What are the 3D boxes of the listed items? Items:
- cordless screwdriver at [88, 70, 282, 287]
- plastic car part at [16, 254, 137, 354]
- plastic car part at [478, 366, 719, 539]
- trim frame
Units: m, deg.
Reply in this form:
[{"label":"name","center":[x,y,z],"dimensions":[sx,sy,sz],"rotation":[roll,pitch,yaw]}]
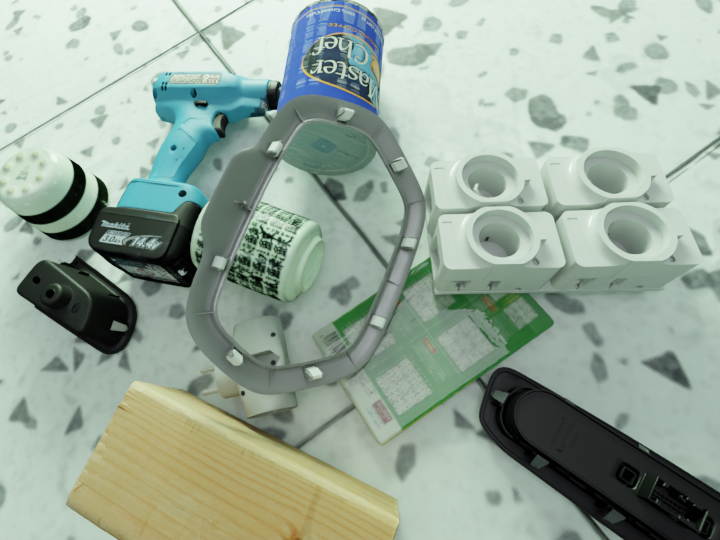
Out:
[{"label":"cordless screwdriver","center":[-0.165,-0.110,0.443],"dimensions":[0.162,0.072,0.253],"rotation":[3,65,9]},{"label":"plastic car part","center":[-0.277,0.028,0.405],"dimensions":[0.121,0.068,0.066],"rotation":[27,76,19]},{"label":"plastic car part","center":[0.181,0.146,0.295],"dimensions":[0.211,0.064,0.066],"rotation":[32,83,21]},{"label":"trim frame","center":[-0.033,-0.022,0.339],"dimensions":[0.177,0.028,0.249],"rotation":[28,80,-22]}]
